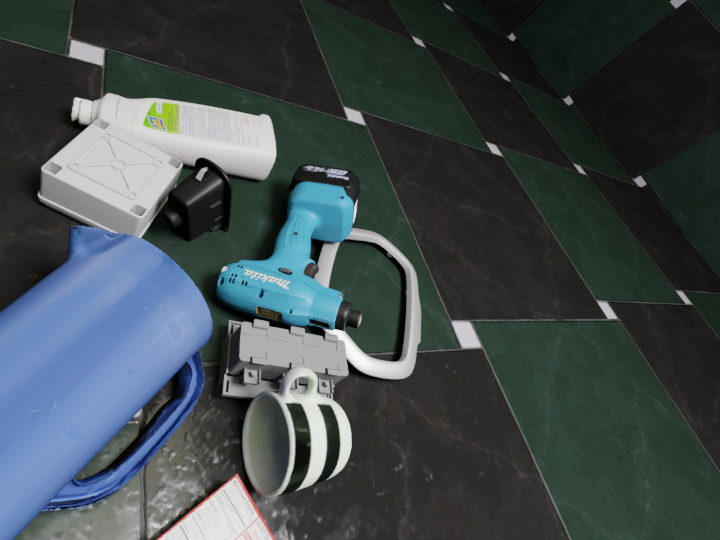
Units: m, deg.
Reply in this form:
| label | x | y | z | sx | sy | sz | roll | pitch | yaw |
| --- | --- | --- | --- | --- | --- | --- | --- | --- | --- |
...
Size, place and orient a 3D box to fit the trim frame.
| label | x | y | z | sx | sy | sz | roll | pitch | yaw |
| --- | --- | --- | --- | --- | --- | --- | --- | --- | --- |
| trim frame | 0.017 | 0.034 | 0.587 | 0.179 | 0.028 | 0.254 | 28 | 40 | -16 |

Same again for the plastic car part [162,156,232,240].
| label | x | y | z | sx | sy | sz | roll | pitch | yaw |
| --- | --- | --- | --- | --- | --- | --- | --- | --- | --- |
| plastic car part | -0.191 | -0.074 | 0.483 | 0.066 | 0.117 | 0.070 | 45 | 65 | 0 |

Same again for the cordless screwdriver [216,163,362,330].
| label | x | y | z | sx | sy | sz | roll | pitch | yaw |
| --- | --- | --- | --- | --- | --- | --- | --- | --- | --- |
| cordless screwdriver | -0.052 | -0.034 | 0.527 | 0.163 | 0.072 | 0.251 | 12 | 45 | 10 |
